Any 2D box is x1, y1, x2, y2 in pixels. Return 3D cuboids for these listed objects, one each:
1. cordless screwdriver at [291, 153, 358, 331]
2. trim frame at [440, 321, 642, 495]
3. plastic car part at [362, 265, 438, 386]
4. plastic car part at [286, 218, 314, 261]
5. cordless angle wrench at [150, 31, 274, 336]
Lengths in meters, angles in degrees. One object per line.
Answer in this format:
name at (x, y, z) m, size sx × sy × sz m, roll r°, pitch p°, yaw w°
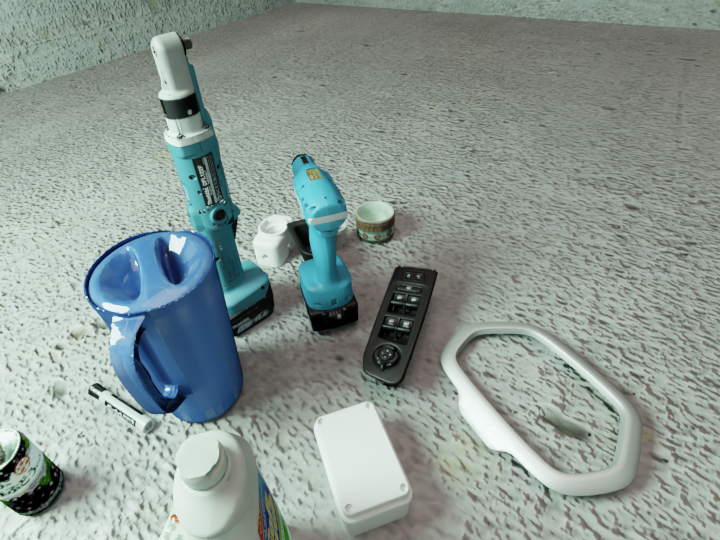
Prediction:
cordless screwdriver at (-0.061, -0.040, 0.621) m, size 0.073 × 0.240 × 0.167 m, roll -13°, pitch 42°, yaw -12°
trim frame at (0.216, 0.154, 0.532) m, size 0.181 × 0.026 × 0.262 m, roll -22°, pitch 44°, yaw -18°
plastic car part at (0.056, 0.081, 0.604) m, size 0.068 × 0.065 × 0.203 m, roll 11°, pitch 44°, yaw 16°
plastic car part at (-0.083, -0.036, 0.748) m, size 0.065 × 0.068 × 0.122 m, roll -15°, pitch 42°, yaw -13°
cordless angle wrench at (-0.196, -0.083, 0.560) m, size 0.096 × 0.408 × 0.078 m, roll -31°, pitch 49°, yaw -29°
